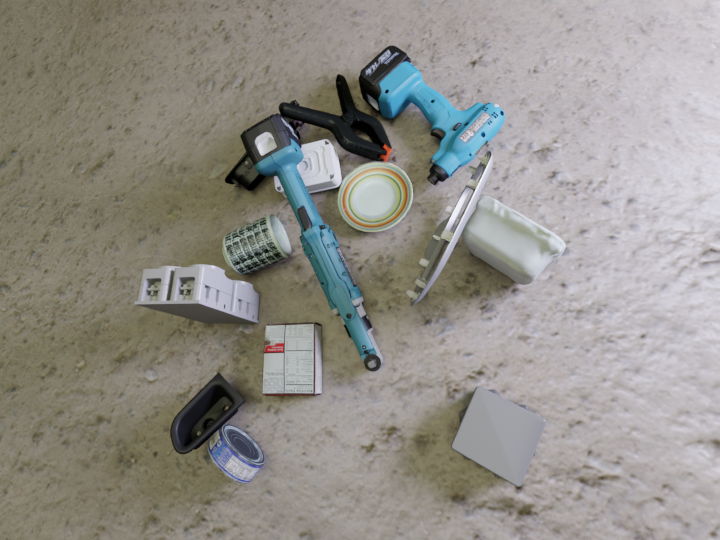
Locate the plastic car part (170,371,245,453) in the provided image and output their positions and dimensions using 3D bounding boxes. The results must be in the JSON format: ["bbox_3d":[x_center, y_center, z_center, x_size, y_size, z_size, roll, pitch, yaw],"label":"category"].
[{"bbox_3d":[-0.240,0.234,0.669,0.069,0.068,0.115,37,70,23],"label":"plastic car part"}]

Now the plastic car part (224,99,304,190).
[{"bbox_3d":[-0.175,-0.228,0.813,0.203,0.067,0.067,-44,93,-2],"label":"plastic car part"}]

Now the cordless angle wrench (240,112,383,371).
[{"bbox_3d":[-0.066,-0.043,0.670,0.075,0.095,0.429,-27,82,10],"label":"cordless angle wrench"}]

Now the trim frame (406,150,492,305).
[{"bbox_3d":[0.124,-0.061,0.597,0.028,0.181,0.249,25,82,4],"label":"trim frame"}]

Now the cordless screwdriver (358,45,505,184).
[{"bbox_3d":[0.098,-0.268,0.732,0.258,0.071,0.159,42,88,21],"label":"cordless screwdriver"}]
